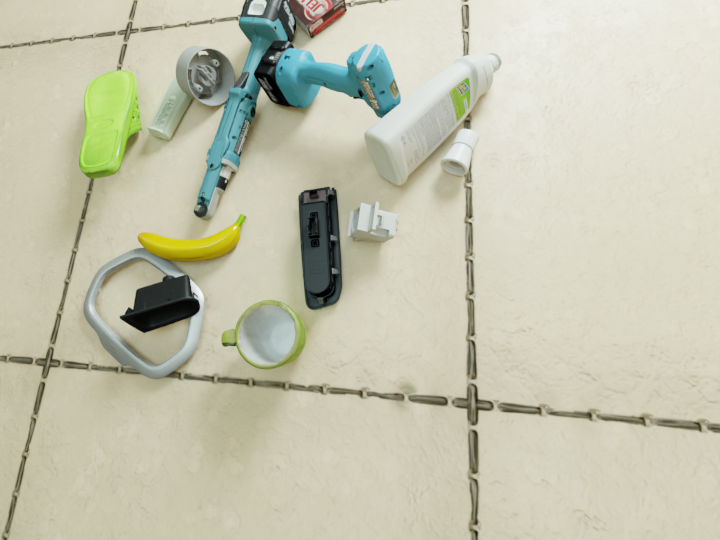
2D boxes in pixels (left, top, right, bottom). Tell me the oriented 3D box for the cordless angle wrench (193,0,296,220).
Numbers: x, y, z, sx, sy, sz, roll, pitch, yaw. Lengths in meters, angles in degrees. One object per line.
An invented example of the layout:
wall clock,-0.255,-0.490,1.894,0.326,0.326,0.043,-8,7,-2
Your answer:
cordless angle wrench,-0.217,-0.291,0.760,0.076,0.095,0.425,14,82,13

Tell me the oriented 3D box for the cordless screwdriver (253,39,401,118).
cordless screwdriver,-0.048,-0.304,0.709,0.262,0.151,0.074,21,77,31

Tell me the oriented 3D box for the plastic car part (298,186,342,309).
plastic car part,-0.065,-0.042,0.663,0.067,0.065,0.206,-5,76,2

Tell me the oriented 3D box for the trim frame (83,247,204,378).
trim frame,-0.370,0.068,0.718,0.257,0.026,0.184,32,83,18

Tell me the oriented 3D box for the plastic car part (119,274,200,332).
plastic car part,-0.312,0.044,0.676,0.117,0.063,0.074,-21,58,2
